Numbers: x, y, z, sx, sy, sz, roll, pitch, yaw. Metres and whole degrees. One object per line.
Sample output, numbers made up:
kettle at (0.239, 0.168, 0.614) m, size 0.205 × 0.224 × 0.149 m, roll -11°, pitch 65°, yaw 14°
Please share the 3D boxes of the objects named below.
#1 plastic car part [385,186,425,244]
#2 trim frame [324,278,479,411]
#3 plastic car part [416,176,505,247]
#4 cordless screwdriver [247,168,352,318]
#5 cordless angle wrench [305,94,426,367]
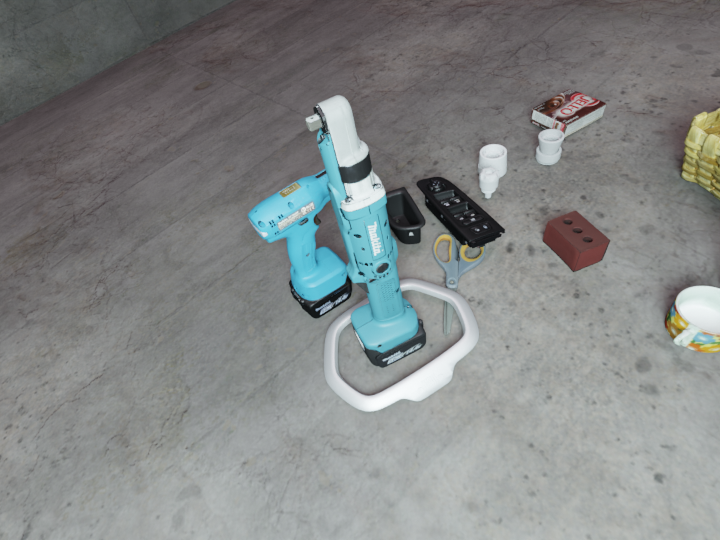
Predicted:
plastic car part at (0.077, -0.090, 0.779) m, size 0.066 × 0.068 × 0.122 m, roll -21°, pitch 48°, yaw -3°
trim frame at (0.056, 0.107, 0.648) m, size 0.246 × 0.026 × 0.194 m, roll -31°, pitch 49°, yaw -9°
plastic car part at (0.172, -0.105, 0.765) m, size 0.066 × 0.064 × 0.213 m, roll -24°, pitch 48°, yaw -5°
cordless screwdriver at (-0.066, -0.043, 0.670) m, size 0.157 × 0.237 × 0.078 m, roll -34°, pitch 51°, yaw -14°
cordless angle wrench at (0.013, -0.019, 0.514) m, size 0.097 × 0.404 × 0.078 m, roll -25°, pitch 49°, yaw -8°
